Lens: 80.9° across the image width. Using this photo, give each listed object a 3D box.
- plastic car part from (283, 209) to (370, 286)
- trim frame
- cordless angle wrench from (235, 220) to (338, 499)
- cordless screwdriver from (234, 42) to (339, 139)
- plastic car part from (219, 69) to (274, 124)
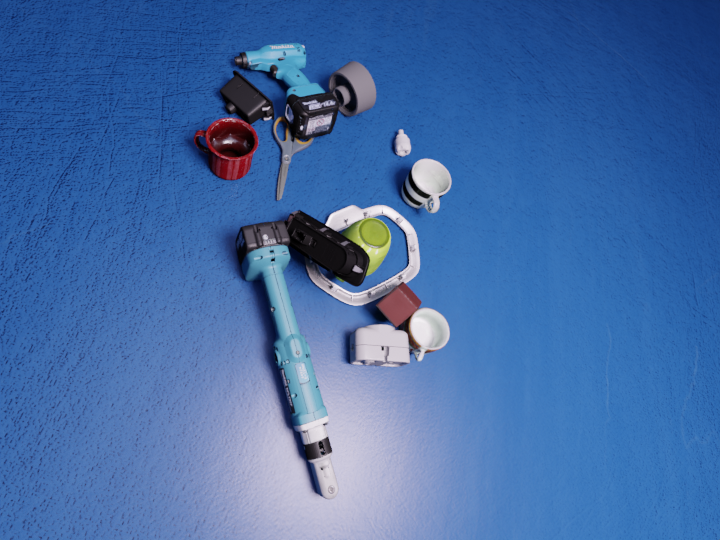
[{"bbox_3d":[-0.069,-0.045,0.701,0.214,0.063,0.066,32,91,34],"label":"plastic car part"},{"bbox_3d":[0.009,-0.039,0.808,0.243,0.027,0.189,-26,74,-23],"label":"trim frame"},{"bbox_3d":[-0.109,0.129,0.663,0.072,0.099,0.433,-11,73,-26],"label":"cordless angle wrench"},{"bbox_3d":[-0.156,-0.386,0.887,0.155,0.073,0.259,-16,62,-22],"label":"cordless screwdriver"},{"bbox_3d":[-0.240,-0.345,0.866,0.118,0.065,0.070,40,76,7],"label":"plastic car part"}]
